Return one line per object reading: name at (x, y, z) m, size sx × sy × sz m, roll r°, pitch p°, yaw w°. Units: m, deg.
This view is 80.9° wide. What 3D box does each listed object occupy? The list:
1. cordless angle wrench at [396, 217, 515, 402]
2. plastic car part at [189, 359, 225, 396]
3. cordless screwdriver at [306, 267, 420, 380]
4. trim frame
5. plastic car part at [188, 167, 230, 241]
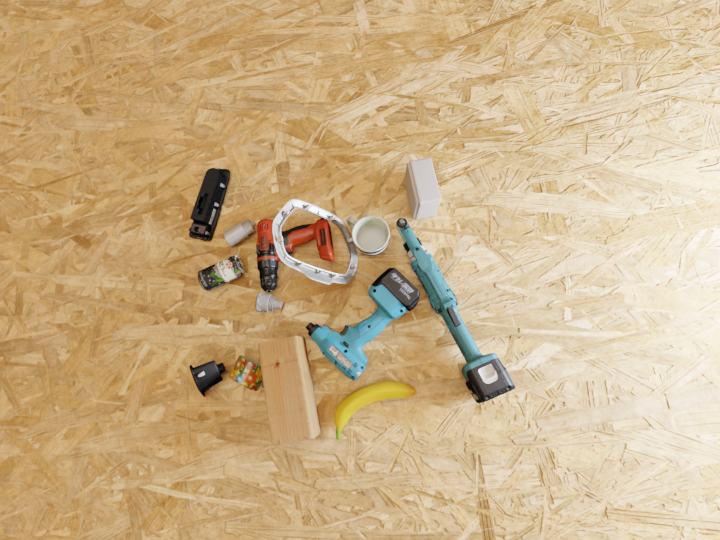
cordless angle wrench at (0.179, 0.065, 0.916) m, size 0.074 × 0.094 × 0.438 m, roll -25°, pitch 68°, yaw 0°
plastic car part at (-0.339, 0.233, 0.949) m, size 0.069 × 0.116 × 0.068 m, roll -22°, pitch 73°, yaw -24°
cordless screwdriver at (0.005, 0.099, 0.941) m, size 0.165 × 0.072 × 0.248 m, roll 40°, pitch 88°, yaw 17°
trim frame at (-0.092, -0.060, 0.937) m, size 0.028 × 0.235 × 0.188 m, roll -22°, pitch 58°, yaw 41°
plastic car part at (-0.399, -0.183, 1.100) m, size 0.068 × 0.064 × 0.205 m, roll 9°, pitch 74°, yaw 17°
